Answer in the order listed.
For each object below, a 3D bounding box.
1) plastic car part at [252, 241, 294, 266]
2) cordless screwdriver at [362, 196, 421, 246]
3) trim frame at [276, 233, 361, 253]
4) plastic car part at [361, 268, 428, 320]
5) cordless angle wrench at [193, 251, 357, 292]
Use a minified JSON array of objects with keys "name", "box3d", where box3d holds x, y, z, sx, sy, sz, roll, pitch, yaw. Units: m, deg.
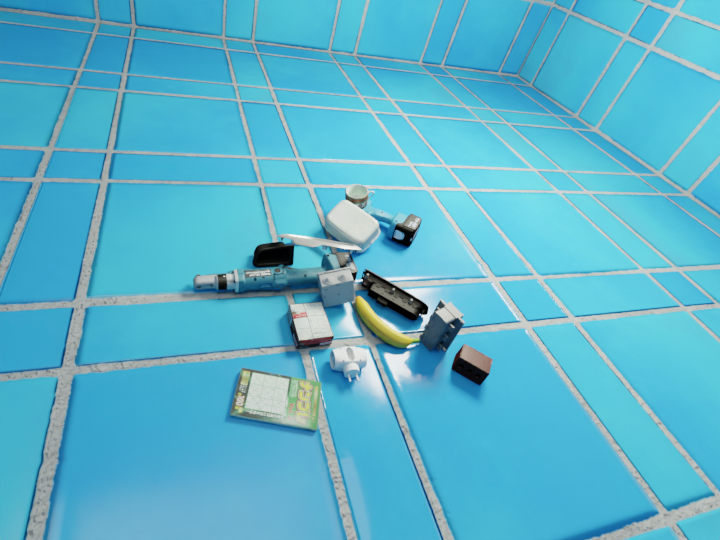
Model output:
[{"name":"plastic car part","box3d":[-0.251,-0.052,1.189,0.113,0.064,0.074,-5,31,-18]},{"name":"cordless screwdriver","box3d":[0.062,-0.162,1.386,0.258,0.073,0.157,28,43,19]},{"name":"trim frame","box3d":[-0.115,-0.075,1.179,0.259,0.027,0.177,13,6,22]},{"name":"plastic car part","box3d":[0.087,0.072,1.142,0.208,0.065,0.067,26,52,12]},{"name":"cordless angle wrench","box3d":[-0.219,0.017,1.111,0.412,0.073,0.103,-5,46,-18]}]
